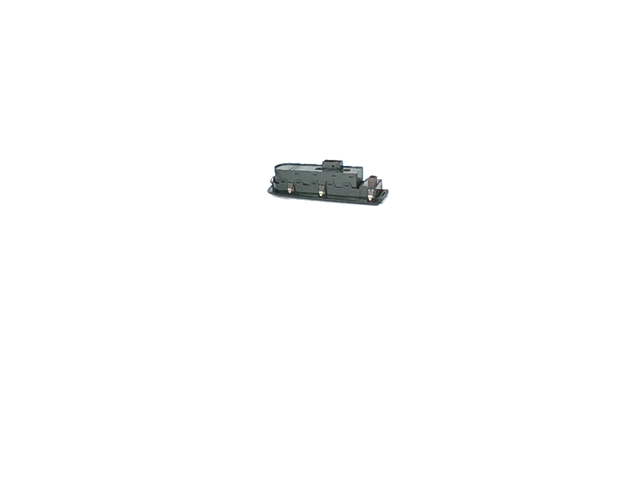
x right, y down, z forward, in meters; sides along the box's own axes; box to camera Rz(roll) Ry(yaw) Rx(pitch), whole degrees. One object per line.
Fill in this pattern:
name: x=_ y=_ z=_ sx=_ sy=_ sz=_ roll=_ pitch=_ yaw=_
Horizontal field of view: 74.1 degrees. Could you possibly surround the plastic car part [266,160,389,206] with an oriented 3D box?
plastic car part: x=0.004 y=-0.094 z=0.682 sx=0.204 sy=0.067 sz=0.066 roll=3 pitch=34 yaw=19
